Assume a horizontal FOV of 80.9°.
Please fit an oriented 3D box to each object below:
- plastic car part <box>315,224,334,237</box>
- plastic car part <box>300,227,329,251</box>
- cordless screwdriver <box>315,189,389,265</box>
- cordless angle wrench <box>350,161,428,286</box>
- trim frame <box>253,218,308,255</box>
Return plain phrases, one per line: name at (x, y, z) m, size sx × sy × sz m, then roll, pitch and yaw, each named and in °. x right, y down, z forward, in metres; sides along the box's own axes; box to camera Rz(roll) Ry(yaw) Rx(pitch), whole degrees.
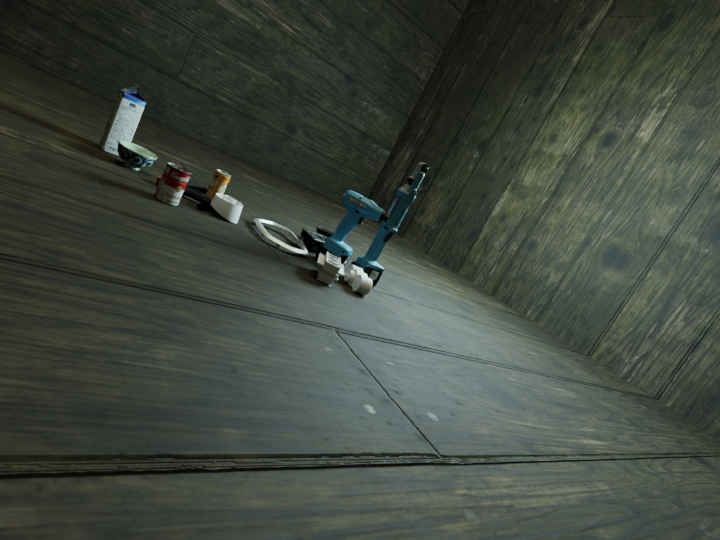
plastic car part at (-0.125, -0.118, 1.596) m, size 0.116 × 0.071 × 0.066 m, roll 27°, pitch 11°, yaw -3°
plastic car part at (-0.142, -0.093, 1.454) m, size 0.069 × 0.067 × 0.194 m, roll 32°, pitch 12°, yaw 23°
cordless screwdriver at (-0.028, -0.114, 1.344) m, size 0.164 × 0.248 × 0.072 m, roll 31°, pitch 11°, yaw 14°
cordless angle wrench at (0.098, -0.151, 1.350) m, size 0.071 × 0.422 × 0.103 m, roll 21°, pitch 13°, yaw -34°
trim frame at (-0.256, -0.109, 1.368) m, size 0.175 × 0.027 × 0.262 m, roll 20°, pitch 13°, yaw -33°
